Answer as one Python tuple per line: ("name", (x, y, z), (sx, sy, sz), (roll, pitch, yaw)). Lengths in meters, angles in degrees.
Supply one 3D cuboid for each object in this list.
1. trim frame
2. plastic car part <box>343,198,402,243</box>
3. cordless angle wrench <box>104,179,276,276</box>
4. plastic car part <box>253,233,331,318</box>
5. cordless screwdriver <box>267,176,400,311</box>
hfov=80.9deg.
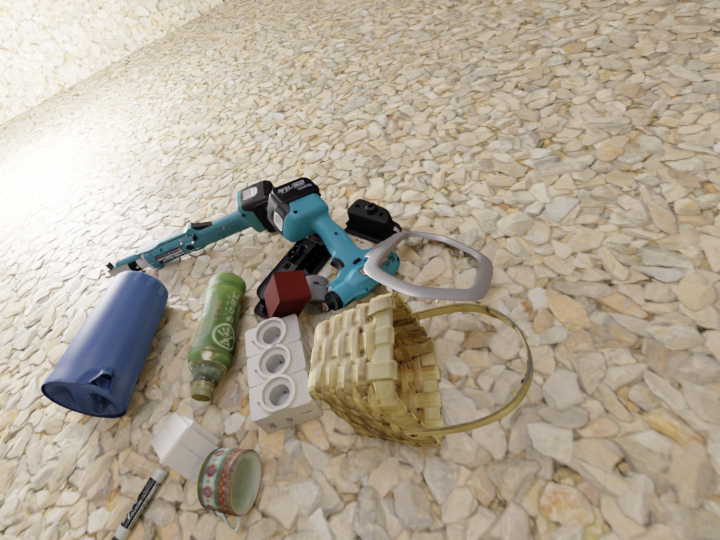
("trim frame", (0.102, -0.012, 0.638), (0.190, 0.027, 0.245), (16, 28, 17))
("plastic car part", (0.021, -0.098, 0.789), (0.123, 0.067, 0.065), (24, 64, 38))
("cordless angle wrench", (-0.367, -0.069, 0.916), (0.428, 0.093, 0.077), (-21, 47, 10))
("plastic car part", (-0.122, 0.000, 0.772), (0.069, 0.064, 0.202), (24, 66, 25))
("cordless screwdriver", (-0.071, -0.046, 0.723), (0.156, 0.073, 0.259), (-33, 64, -32))
